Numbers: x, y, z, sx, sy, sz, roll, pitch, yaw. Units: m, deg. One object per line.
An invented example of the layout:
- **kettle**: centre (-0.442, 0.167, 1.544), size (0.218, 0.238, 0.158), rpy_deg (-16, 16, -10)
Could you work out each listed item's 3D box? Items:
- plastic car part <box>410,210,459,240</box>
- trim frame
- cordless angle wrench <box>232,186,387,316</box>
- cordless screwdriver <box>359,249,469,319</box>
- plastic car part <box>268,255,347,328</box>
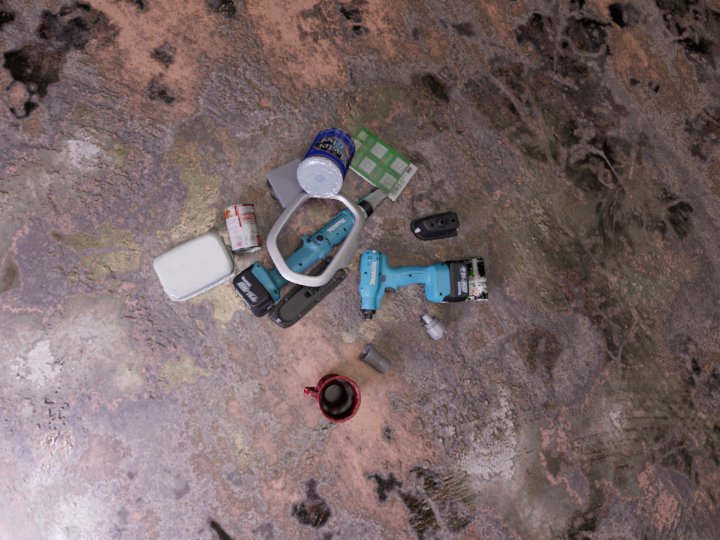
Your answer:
- **plastic car part**: centre (0.190, -0.111, 1.024), size (0.114, 0.072, 0.067), rpy_deg (-11, 84, -15)
- **trim frame**: centre (-0.094, -0.078, 0.927), size (0.186, 0.027, 0.248), rpy_deg (29, 65, 6)
- **cordless angle wrench**: centre (-0.095, -0.062, 0.968), size (0.418, 0.072, 0.102), rpy_deg (-39, 69, -17)
- **cordless screwdriver**: centre (0.120, 0.042, 0.988), size (0.247, 0.074, 0.160), rpy_deg (5, 81, -5)
- **plastic car part**: centre (-0.116, 0.053, 0.955), size (0.202, 0.068, 0.065), rpy_deg (-42, 99, -10)
